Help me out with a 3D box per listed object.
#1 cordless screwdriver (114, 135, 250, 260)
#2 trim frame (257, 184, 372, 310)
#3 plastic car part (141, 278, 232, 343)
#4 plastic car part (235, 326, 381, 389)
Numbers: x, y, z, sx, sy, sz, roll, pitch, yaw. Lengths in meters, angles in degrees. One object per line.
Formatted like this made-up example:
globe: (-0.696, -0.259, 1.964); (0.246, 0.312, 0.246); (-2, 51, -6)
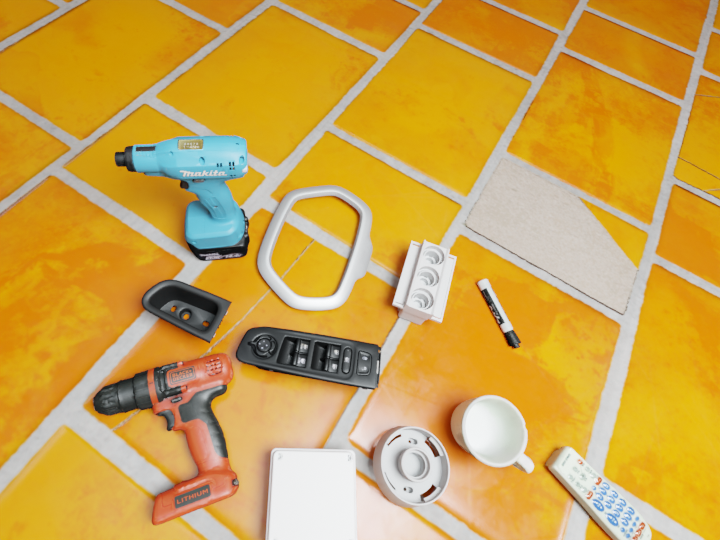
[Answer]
cordless screwdriver: (-0.240, -0.099, 0.614); (0.157, 0.245, 0.076); (-3, 65, -11)
trim frame: (-0.071, -0.047, 0.728); (0.185, 0.027, 0.251); (16, 62, 2)
plastic car part: (-0.256, 0.062, 0.626); (0.118, 0.070, 0.066); (22, 62, 4)
plastic car part: (-0.076, 0.127, 0.613); (0.203, 0.066, 0.067); (11, 62, -1)
